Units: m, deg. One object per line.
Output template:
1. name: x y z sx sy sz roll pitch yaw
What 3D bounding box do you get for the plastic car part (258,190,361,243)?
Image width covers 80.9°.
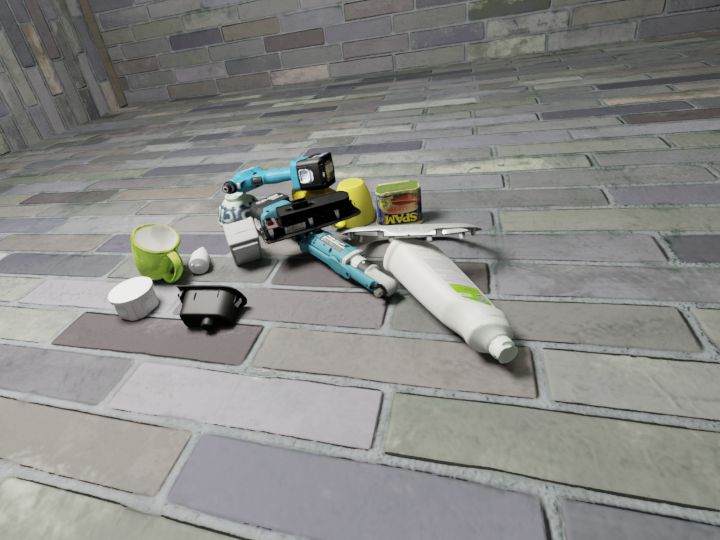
1. plastic car part: -0.100 -0.114 0.832 0.199 0.065 0.069 -14 29 -14

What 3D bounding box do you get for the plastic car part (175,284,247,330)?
1. plastic car part: -0.261 0.068 0.724 0.119 0.063 0.072 0 49 11

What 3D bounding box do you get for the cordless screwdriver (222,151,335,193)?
1. cordless screwdriver: -0.193 -0.219 0.995 0.258 0.072 0.157 -1 22 23

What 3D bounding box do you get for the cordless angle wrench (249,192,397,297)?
1. cordless angle wrench: -0.082 -0.054 0.842 0.096 0.072 0.448 -29 39 -27

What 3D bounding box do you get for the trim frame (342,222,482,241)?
1. trim frame: 0.089 -0.067 0.770 0.253 0.027 0.180 1 0 10
